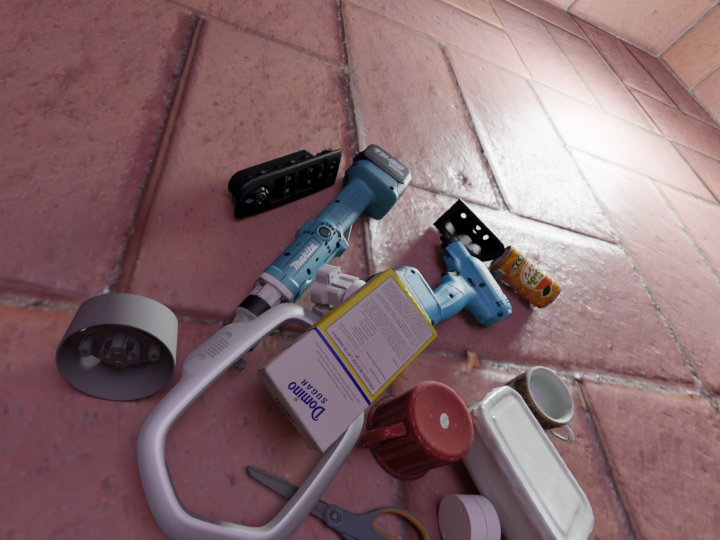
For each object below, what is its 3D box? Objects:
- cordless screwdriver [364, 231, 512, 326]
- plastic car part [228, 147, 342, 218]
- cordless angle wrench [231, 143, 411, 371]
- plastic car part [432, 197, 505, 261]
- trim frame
[{"bbox_3d":[0.098,0.021,0.606,0.238,0.075,0.165,-9,61,-37],"label":"cordless screwdriver"},{"bbox_3d":[-0.114,-0.139,0.624,0.069,0.065,0.198,40,47,15],"label":"plastic car part"},{"bbox_3d":[-0.056,-0.037,0.573,0.098,0.074,0.420,36,50,0],"label":"cordless angle wrench"},{"bbox_3d":[0.197,-0.071,0.739,0.117,0.066,0.070,44,33,3],"label":"plastic car part"},{"bbox_3d":[-0.090,0.138,0.410,0.184,0.028,0.244,50,50,-2],"label":"trim frame"}]
